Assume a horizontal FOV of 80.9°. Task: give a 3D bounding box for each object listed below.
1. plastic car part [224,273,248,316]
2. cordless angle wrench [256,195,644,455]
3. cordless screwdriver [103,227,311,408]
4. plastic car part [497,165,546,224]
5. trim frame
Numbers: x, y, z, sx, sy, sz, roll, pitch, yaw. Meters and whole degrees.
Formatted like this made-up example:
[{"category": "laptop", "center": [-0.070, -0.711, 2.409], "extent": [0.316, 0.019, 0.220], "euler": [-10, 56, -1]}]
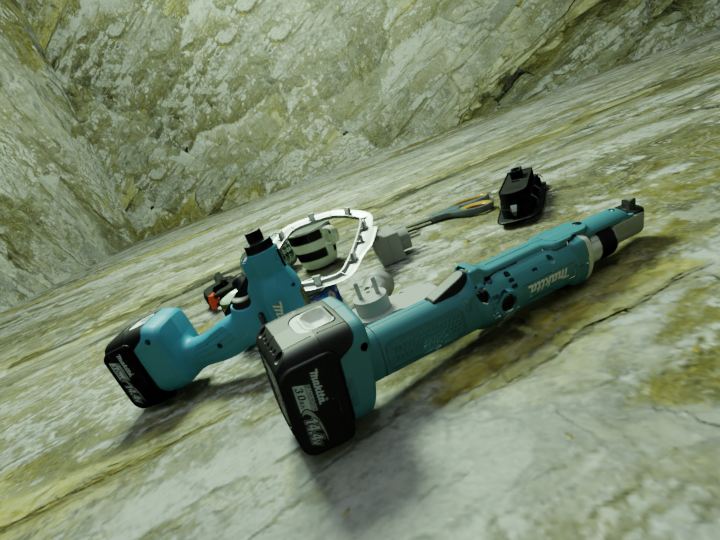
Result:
[{"category": "plastic car part", "center": [-0.141, 0.038, 0.560], "extent": [0.116, 0.072, 0.065], "euler": [-56, -7, 35]}, {"category": "cordless angle wrench", "center": [0.117, 0.020, 0.395], "extent": [0.415, 0.095, 0.078], "euler": [-23, 24, -18]}, {"category": "cordless screwdriver", "center": [-0.180, 0.058, 0.494], "extent": [0.253, 0.156, 0.075], "euler": [-19, 15, 14]}, {"category": "plastic car part", "center": [0.260, -0.129, 0.685], "extent": [0.069, 0.065, 0.201], "euler": [-4, 27, 28]}, {"category": "trim frame", "center": [-0.065, -0.043, 0.669], "extent": [0.189, 0.026, 0.250], "euler": [-4, 31, 17]}]
